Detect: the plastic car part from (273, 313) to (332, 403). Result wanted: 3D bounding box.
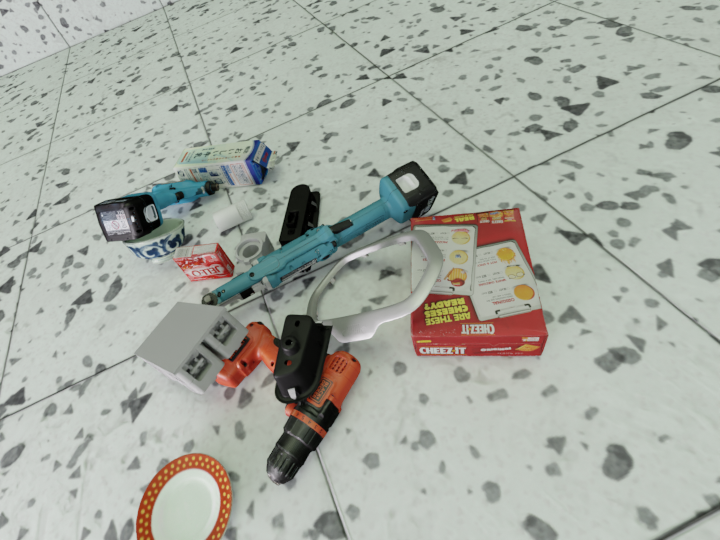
[{"bbox_3d":[-0.083,0.104,0.551,0.068,0.068,0.119,-1,48,13],"label":"plastic car part"}]

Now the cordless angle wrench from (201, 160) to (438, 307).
[{"bbox_3d":[-0.069,-0.045,0.705,0.419,0.096,0.077,-30,74,-9],"label":"cordless angle wrench"}]

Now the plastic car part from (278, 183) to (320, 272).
[{"bbox_3d":[-0.120,-0.091,0.800,0.068,0.064,0.208,-9,47,18],"label":"plastic car part"}]

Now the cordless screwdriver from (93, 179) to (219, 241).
[{"bbox_3d":[-0.407,-0.139,0.872,0.162,0.072,0.251,-6,23,11],"label":"cordless screwdriver"}]

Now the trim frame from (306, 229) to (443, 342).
[{"bbox_3d":[0.012,0.021,0.625,0.257,0.026,0.186,-16,39,37],"label":"trim frame"}]
